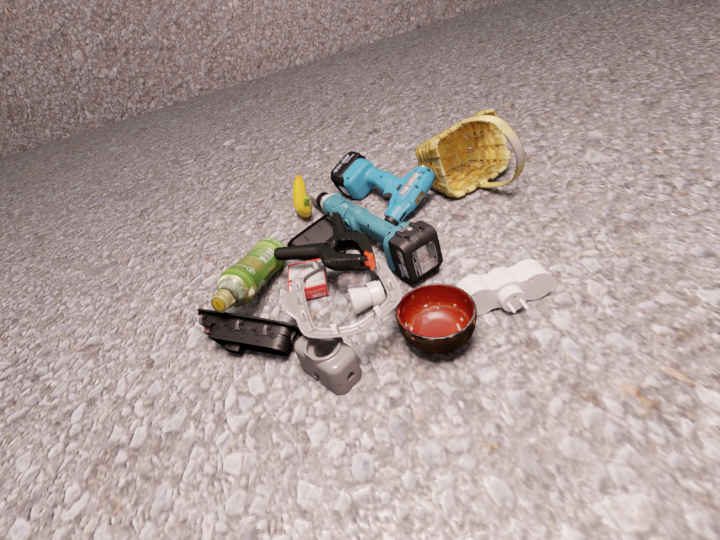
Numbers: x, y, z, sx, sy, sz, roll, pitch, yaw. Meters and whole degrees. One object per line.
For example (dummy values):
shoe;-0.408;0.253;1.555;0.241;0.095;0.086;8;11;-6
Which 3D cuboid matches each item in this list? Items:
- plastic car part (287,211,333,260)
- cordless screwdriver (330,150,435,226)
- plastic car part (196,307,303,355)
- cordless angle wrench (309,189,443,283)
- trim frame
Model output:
plastic car part;-0.086;-0.056;0.880;0.115;0.063;0.075;-40;56;-23
cordless screwdriver;0.030;-0.185;0.973;0.263;0.070;0.159;26;76;42
plastic car part;-0.189;0.105;0.707;0.210;0.063;0.068;0;53;23
cordless angle wrench;-0.005;-0.106;0.884;0.073;0.094;0.447;-32;36;-17
trim frame;-0.036;0.031;0.694;0.184;0.026;0.258;-19;30;-2
